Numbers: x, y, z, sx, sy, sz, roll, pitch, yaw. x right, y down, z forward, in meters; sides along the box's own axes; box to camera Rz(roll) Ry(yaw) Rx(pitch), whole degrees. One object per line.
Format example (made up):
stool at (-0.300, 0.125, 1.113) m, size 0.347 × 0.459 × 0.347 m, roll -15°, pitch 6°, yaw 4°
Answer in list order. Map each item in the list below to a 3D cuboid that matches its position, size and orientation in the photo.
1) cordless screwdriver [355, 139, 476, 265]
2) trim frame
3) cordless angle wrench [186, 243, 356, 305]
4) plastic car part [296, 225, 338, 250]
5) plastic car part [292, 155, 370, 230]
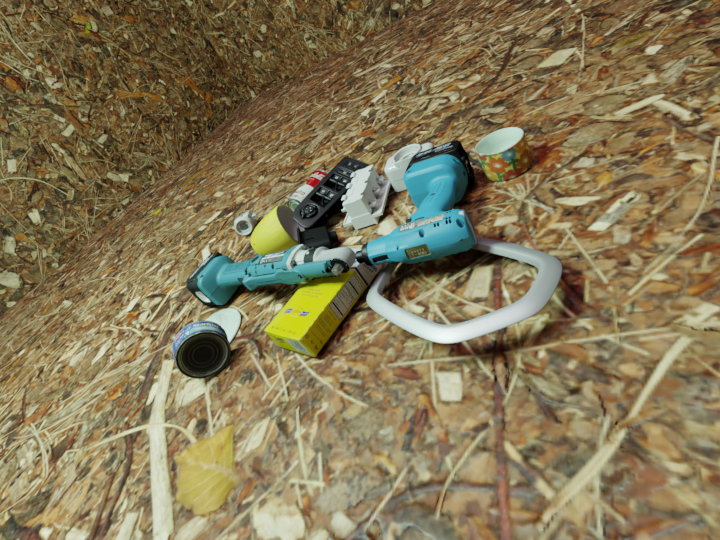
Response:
cordless screwdriver at (0.088, -0.096, 0.630) m, size 0.164 × 0.071 × 0.251 m, roll -16°, pitch 32°, yaw 28°
trim frame at (0.111, 0.011, 0.509) m, size 0.182 × 0.026 × 0.260 m, roll -38°, pitch 25°, yaw -16°
cordless angle wrench at (-0.162, 0.001, 0.712) m, size 0.441 × 0.071 × 0.098 m, roll -7°, pitch 40°, yaw 46°
plastic car part at (-0.074, -0.049, 0.762) m, size 0.071 × 0.063 × 0.120 m, roll -16°, pitch 29°, yaw 2°
plastic car part at (-0.063, -0.150, 0.867) m, size 0.069 × 0.065 × 0.201 m, roll 31°, pitch 61°, yaw 18°
